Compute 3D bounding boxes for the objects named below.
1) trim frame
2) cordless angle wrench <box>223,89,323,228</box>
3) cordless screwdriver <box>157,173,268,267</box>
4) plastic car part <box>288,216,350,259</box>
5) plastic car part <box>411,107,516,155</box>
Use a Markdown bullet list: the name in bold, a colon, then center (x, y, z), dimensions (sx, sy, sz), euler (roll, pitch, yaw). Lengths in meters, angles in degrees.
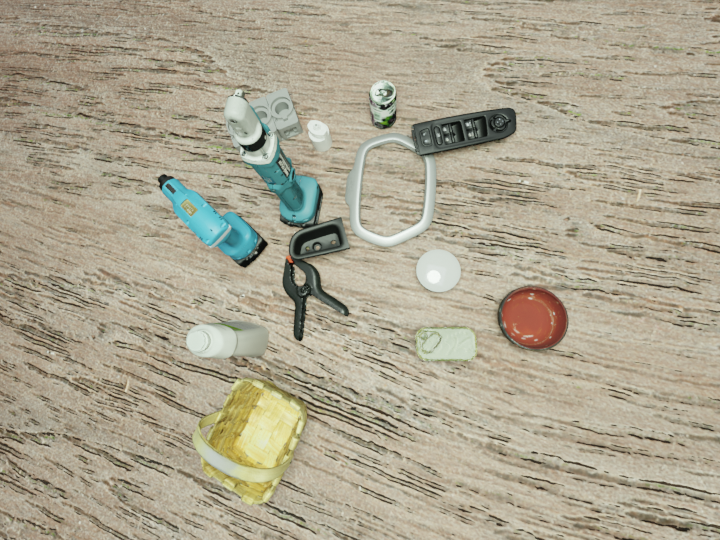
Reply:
- **trim frame**: center (0.060, -0.169, 0.869), dimensions (0.187, 0.027, 0.251), euler (3, 79, 10)
- **cordless angle wrench**: center (-0.136, -0.163, 0.703), dimensions (0.075, 0.413, 0.098), euler (9, 82, 6)
- **cordless screwdriver**: center (-0.275, -0.091, 0.799), dimensions (0.163, 0.243, 0.074), euler (43, 87, 11)
- **plastic car part**: center (-0.083, -0.054, 0.848), dimensions (0.117, 0.069, 0.067), euler (-15, 78, 5)
- **plastic car part**: center (0.207, -0.272, 0.846), dimensions (0.205, 0.065, 0.067), euler (-11, 79, 7)
